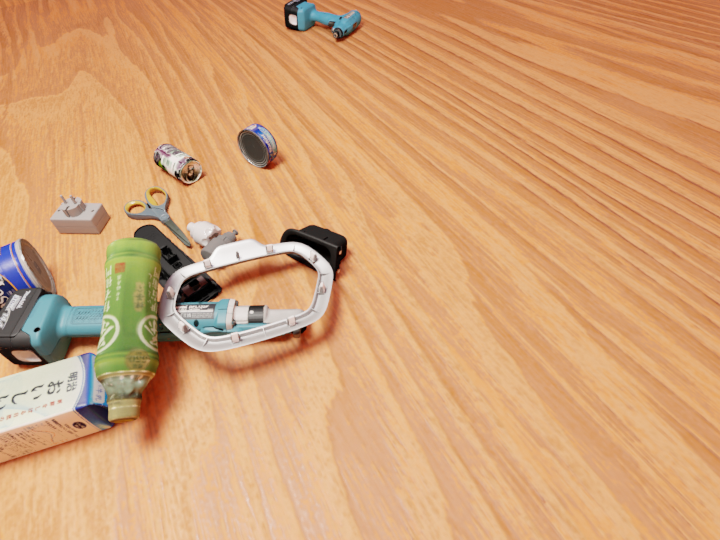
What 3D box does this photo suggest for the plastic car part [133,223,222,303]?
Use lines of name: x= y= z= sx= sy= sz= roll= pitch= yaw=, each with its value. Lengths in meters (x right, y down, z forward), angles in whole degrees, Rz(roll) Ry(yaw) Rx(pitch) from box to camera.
plastic car part: x=-0.316 y=-0.016 z=0.692 sx=0.214 sy=0.064 sz=0.066 roll=33 pitch=65 yaw=33

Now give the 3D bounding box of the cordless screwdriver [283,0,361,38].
cordless screwdriver: x=-0.137 y=-0.815 z=1.381 sx=0.257 sy=0.072 sz=0.159 roll=20 pitch=53 yaw=17

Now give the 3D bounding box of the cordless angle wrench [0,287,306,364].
cordless angle wrench: x=-0.288 y=0.075 z=0.602 sx=0.424 sy=0.072 sz=0.101 roll=-2 pitch=48 yaw=1

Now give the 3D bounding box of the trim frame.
trim frame: x=-0.157 y=0.023 z=0.596 sx=0.244 sy=0.026 sz=0.194 roll=-16 pitch=46 yaw=-14

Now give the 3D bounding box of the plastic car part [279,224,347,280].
plastic car part: x=-0.068 y=-0.044 z=0.696 sx=0.122 sy=0.064 sz=0.069 roll=27 pitch=40 yaw=29
